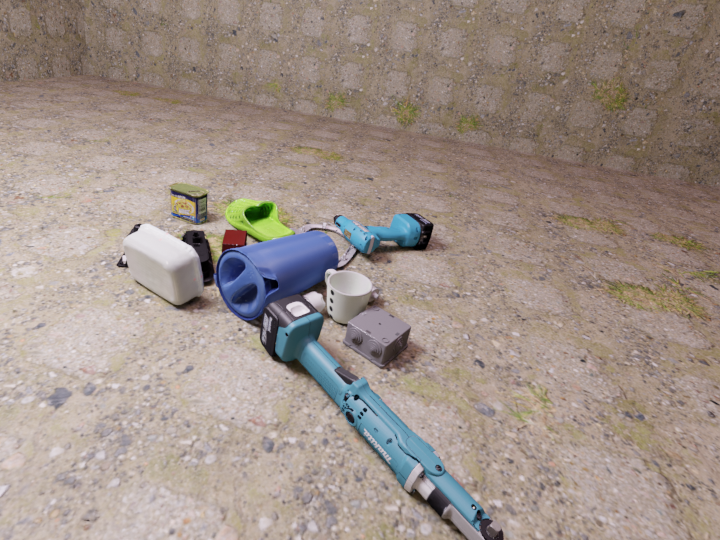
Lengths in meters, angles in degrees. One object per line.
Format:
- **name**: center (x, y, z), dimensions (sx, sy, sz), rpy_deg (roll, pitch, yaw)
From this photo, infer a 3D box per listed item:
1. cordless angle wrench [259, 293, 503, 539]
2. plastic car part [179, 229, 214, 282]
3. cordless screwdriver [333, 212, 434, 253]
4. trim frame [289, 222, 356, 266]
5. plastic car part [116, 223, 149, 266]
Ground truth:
- **cordless angle wrench**: center (0.004, 0.189, 0.584), dimensions (0.071, 0.096, 0.447), rpy_deg (-16, 41, -39)
- **plastic car part**: center (-0.354, -0.041, 0.920), dimensions (0.064, 0.066, 0.213), rpy_deg (3, 31, -27)
- **cordless screwdriver**: center (0.059, -0.110, 1.116), dimensions (0.239, 0.073, 0.168), rpy_deg (-8, 33, -34)
- **trim frame**: center (-0.104, -0.068, 1.066), dimensions (0.189, 0.027, 0.247), rpy_deg (15, 31, 13)
- **plastic car part**: center (-0.479, -0.063, 0.914), dimensions (0.064, 0.069, 0.121), rpy_deg (3, 32, -15)
